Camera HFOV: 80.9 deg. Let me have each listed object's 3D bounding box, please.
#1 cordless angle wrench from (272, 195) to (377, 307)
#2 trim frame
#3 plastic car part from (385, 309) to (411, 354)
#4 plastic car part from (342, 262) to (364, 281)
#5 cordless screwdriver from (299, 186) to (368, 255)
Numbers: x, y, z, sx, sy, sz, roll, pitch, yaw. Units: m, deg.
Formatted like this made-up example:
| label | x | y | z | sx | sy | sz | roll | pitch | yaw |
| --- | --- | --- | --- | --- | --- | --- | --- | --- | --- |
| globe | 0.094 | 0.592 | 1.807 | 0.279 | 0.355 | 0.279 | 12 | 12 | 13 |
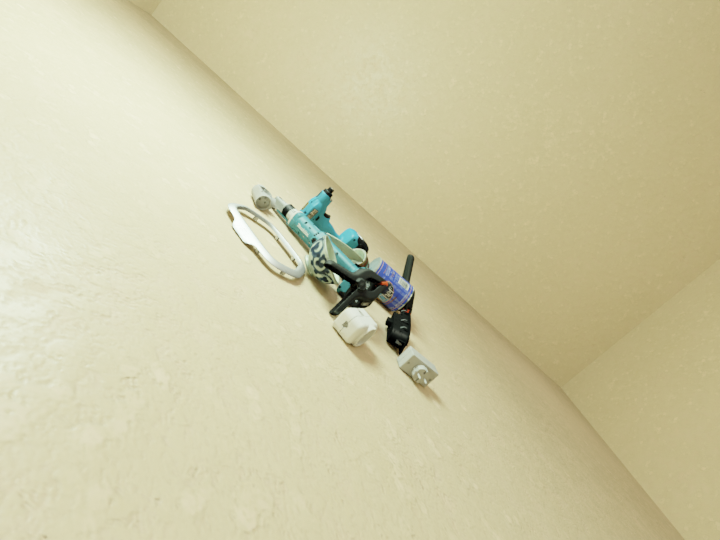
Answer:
| label | x | y | z | sx | sy | sz | roll | pitch | yaw |
| --- | --- | --- | --- | --- | --- | --- | --- | --- | --- |
| cordless angle wrench | -0.112 | -0.073 | 1.144 | 0.443 | 0.098 | 0.071 | 45 | 15 | 28 |
| trim frame | -0.213 | -0.069 | 0.957 | 0.260 | 0.028 | 0.175 | 50 | 13 | 26 |
| plastic car part | 0.098 | 0.149 | 1.097 | 0.067 | 0.066 | 0.204 | 32 | 13 | -5 |
| plastic car part | -0.009 | 0.019 | 1.185 | 0.064 | 0.071 | 0.120 | 38 | 10 | -18 |
| cordless screwdriver | -0.072 | -0.134 | 1.302 | 0.238 | 0.160 | 0.077 | 39 | 14 | -26 |
